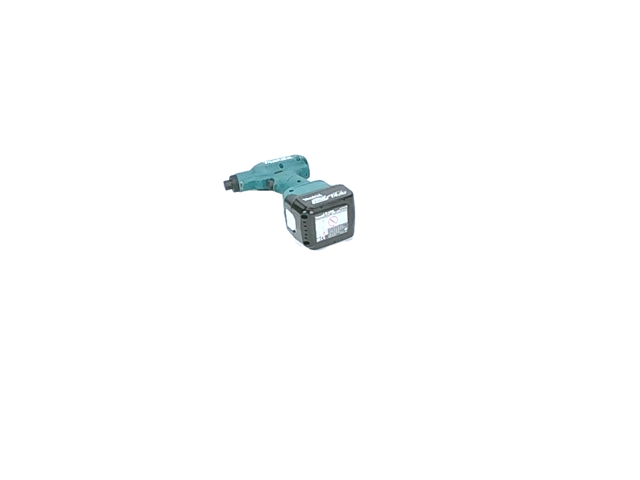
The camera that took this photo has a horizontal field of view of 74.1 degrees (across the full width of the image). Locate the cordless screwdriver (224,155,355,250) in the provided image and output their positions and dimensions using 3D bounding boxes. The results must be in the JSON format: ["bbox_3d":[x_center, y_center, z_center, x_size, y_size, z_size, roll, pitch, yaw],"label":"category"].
[{"bbox_3d":[-0.057,-0.072,0.705,0.158,0.074,0.249,-17,34,-19],"label":"cordless screwdriver"}]
